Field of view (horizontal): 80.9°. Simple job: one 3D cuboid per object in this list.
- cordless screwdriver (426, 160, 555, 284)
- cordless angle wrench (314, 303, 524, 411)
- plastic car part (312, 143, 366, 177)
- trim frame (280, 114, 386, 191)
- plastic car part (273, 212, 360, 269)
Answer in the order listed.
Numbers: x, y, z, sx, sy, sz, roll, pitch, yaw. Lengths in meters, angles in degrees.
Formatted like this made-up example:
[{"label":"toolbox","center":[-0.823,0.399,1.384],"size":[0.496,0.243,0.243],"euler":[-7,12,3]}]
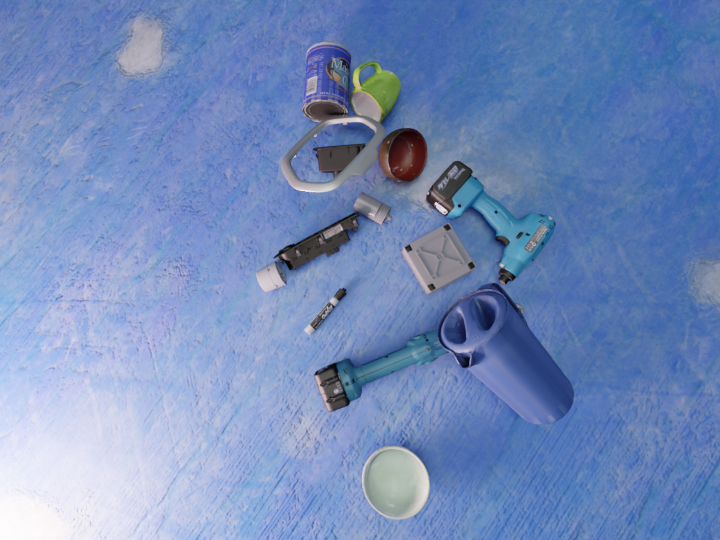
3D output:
[{"label":"cordless screwdriver","center":[0.247,-0.098,0.860],"size":[0.253,0.073,0.159],"euler":[36,85,8]},{"label":"cordless angle wrench","center":[0.119,0.153,0.819],"size":[0.422,0.097,0.075],"euler":[-22,83,-1]},{"label":"plastic car part","center":[-0.044,-0.241,0.937],"size":[0.118,0.065,0.071],"euler":[-5,94,9]},{"label":"trim frame","center":[-0.056,-0.247,0.878],"size":[0.193,0.026,0.247],"euler":[24,61,29]},{"label":"plastic car part","center":[-0.089,-0.058,0.905],"size":[0.203,0.068,0.065],"euler":[-23,105,1]}]
